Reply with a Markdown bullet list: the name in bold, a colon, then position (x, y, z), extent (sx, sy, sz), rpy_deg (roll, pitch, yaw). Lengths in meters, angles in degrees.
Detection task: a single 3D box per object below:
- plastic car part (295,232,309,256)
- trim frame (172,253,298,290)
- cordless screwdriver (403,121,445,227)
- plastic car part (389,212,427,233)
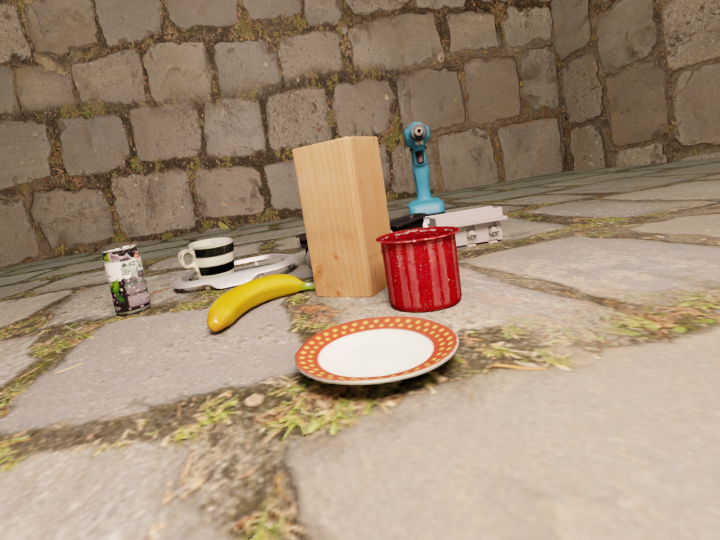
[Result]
- **plastic car part**: position (-0.088, -0.057, 0.896), extent (0.067, 0.066, 0.204), rpy_deg (-9, 11, 2)
- **trim frame**: position (-0.244, 0.002, 0.830), extent (0.246, 0.027, 0.188), rpy_deg (-11, 12, -8)
- **cordless screwdriver**: position (0.130, -0.182, 0.879), extent (0.075, 0.246, 0.159), rpy_deg (-8, 9, 7)
- **plastic car part**: position (0.084, -0.064, 0.786), extent (0.112, 0.070, 0.069), rpy_deg (-18, 13, -40)
